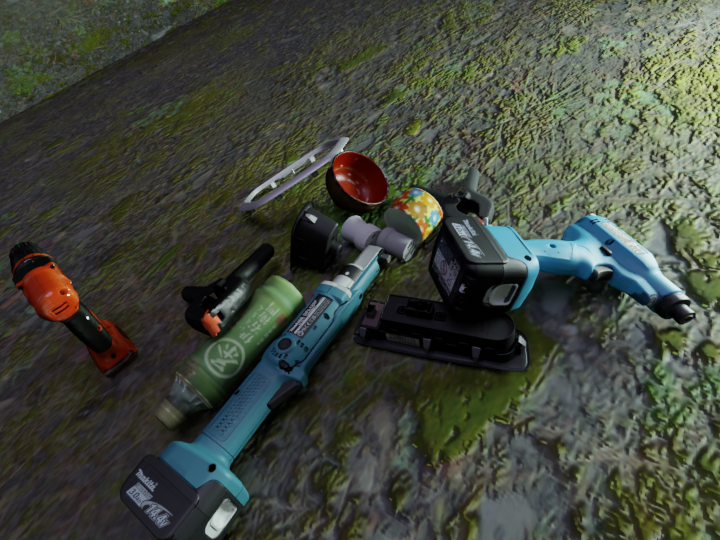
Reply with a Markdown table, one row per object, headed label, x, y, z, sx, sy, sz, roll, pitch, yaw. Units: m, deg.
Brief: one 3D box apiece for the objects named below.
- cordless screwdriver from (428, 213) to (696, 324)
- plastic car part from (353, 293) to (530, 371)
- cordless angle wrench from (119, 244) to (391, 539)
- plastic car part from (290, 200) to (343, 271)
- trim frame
| label | x | y | z | sx | sy | sz | roll | pitch | yaw |
| --- | --- | --- | --- | --- | --- | --- | --- | --- | --- |
| cordless screwdriver | 0.215 | 0.003 | 0.467 | 0.244 | 0.072 | 0.166 | -4 | 40 | -14 |
| plastic car part | 0.091 | 0.064 | 0.499 | 0.211 | 0.064 | 0.066 | 10 | 41 | 24 |
| cordless angle wrench | -0.084 | 0.107 | 0.511 | 0.103 | 0.071 | 0.420 | 15 | 51 | 31 |
| plastic car part | -0.062 | -0.040 | 0.630 | 0.073 | 0.114 | 0.066 | 30 | 56 | 10 |
| trim frame | -0.127 | -0.179 | 0.799 | 0.249 | 0.026 | 0.191 | -34 | 25 | 4 |
